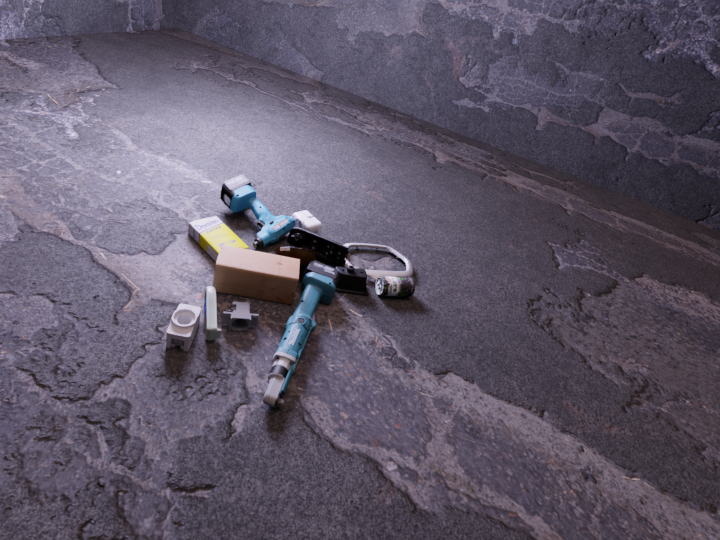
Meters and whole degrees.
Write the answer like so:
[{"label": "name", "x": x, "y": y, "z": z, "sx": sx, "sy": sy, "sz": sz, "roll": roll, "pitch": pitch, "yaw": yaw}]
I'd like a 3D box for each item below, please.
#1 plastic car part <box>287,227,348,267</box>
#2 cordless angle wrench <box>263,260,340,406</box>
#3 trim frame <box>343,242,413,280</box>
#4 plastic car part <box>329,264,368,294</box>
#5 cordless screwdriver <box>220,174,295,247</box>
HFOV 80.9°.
[{"label": "plastic car part", "x": -0.125, "y": -0.082, "z": 1.279, "sx": 0.210, "sy": 0.065, "sz": 0.066, "roll": 21, "pitch": 29, "yaw": 17}, {"label": "cordless angle wrench", "x": -0.142, "y": 0.135, "z": 0.994, "sx": 0.098, "sy": 0.073, "sz": 0.427, "roll": 18, "pitch": 38, "yaw": 0}, {"label": "trim frame", "x": 0.047, "y": -0.029, "z": 1.316, "sx": 0.240, "sy": 0.027, "sz": 0.193, "roll": 3, "pitch": 34, "yaw": -21}, {"label": "plastic car part", "x": -0.028, "y": 0.019, "z": 1.190, "sx": 0.113, "sy": 0.070, "sz": 0.068, "roll": 10, "pitch": 33, "yaw": -16}, {"label": "cordless screwdriver", "x": -0.339, "y": -0.178, "z": 1.307, "sx": 0.255, "sy": 0.074, "sz": 0.156, "roll": 41, "pitch": 50, "yaw": 13}]
